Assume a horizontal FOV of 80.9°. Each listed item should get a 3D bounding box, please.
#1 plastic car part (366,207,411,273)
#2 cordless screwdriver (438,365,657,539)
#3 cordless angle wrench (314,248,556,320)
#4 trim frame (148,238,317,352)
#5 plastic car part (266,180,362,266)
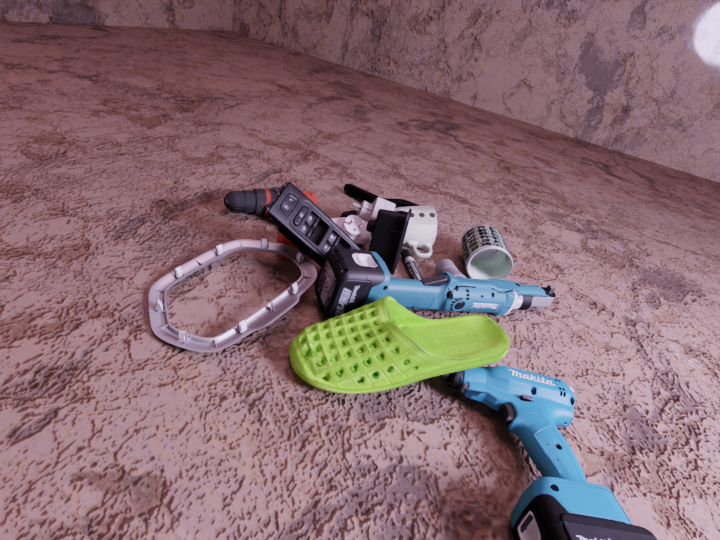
[{"bbox_3d":[0.045,-0.064,0.744,0.072,0.114,0.066,13,30,10],"label":"plastic car part"},{"bbox_3d":[0.173,0.194,0.437,0.159,0.073,0.253,12,29,-3],"label":"cordless screwdriver"},{"bbox_3d":[0.141,0.036,0.660,0.408,0.097,0.078,4,34,-22],"label":"cordless angle wrench"},{"bbox_3d":[-0.173,0.020,0.586,0.193,0.027,0.243,27,41,26],"label":"trim frame"},{"bbox_3d":[-0.064,-0.042,0.656,0.197,0.068,0.067,39,51,-14],"label":"plastic car part"}]
